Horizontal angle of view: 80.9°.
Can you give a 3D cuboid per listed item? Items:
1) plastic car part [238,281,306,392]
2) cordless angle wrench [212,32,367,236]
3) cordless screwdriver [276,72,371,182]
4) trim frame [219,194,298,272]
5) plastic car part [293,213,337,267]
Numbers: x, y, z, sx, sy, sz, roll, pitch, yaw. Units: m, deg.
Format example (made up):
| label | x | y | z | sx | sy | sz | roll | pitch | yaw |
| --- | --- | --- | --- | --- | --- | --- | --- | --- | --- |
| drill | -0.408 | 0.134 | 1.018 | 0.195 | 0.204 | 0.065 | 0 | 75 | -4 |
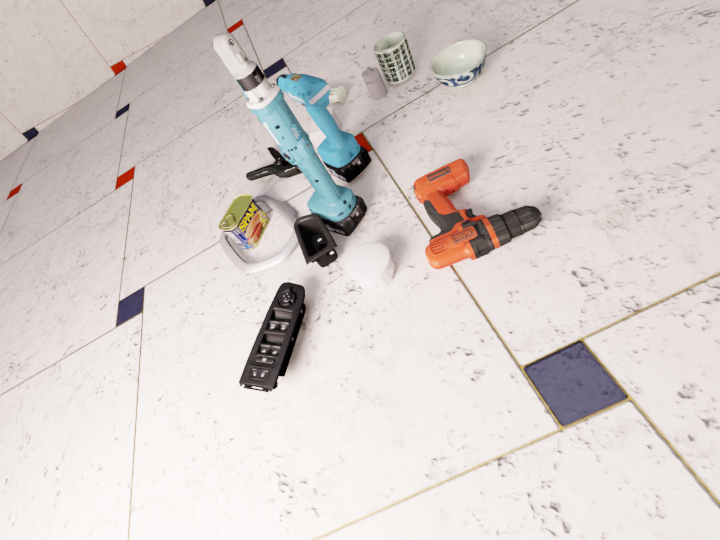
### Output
| label | x | y | z | sx | sy | sz | roll | pitch | yaw |
| --- | --- | --- | --- | --- | --- | --- | --- | --- | --- |
| plastic car part | -0.136 | 0.114 | 0.731 | 0.069 | 0.063 | 0.206 | -5 | 55 | 27 |
| cordless angle wrench | -0.113 | -0.216 | 0.731 | 0.103 | 0.400 | 0.074 | 20 | 67 | 38 |
| cordless screwdriver | -0.083 | -0.307 | 0.895 | 0.074 | 0.235 | 0.169 | -45 | 47 | -8 |
| trim frame | -0.228 | -0.089 | 0.962 | 0.183 | 0.026 | 0.263 | -45 | 47 | -6 |
| plastic car part | -0.080 | -0.052 | 0.820 | 0.066 | 0.067 | 0.122 | -32 | 47 | 5 |
